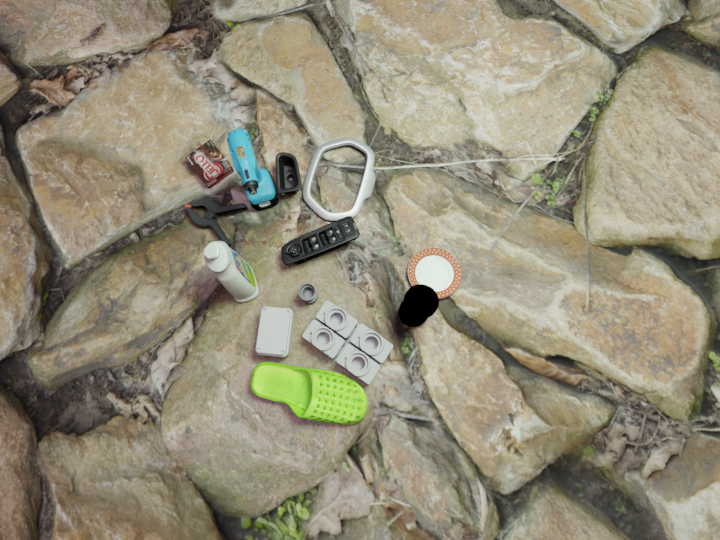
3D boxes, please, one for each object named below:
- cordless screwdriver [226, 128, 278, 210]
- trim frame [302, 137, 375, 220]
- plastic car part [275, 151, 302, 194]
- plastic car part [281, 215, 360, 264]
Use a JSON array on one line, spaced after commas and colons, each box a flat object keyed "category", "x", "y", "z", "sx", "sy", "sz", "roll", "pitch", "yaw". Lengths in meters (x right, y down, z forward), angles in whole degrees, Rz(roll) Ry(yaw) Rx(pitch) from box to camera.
[{"category": "cordless screwdriver", "x": -0.258, "y": -0.216, "z": 1.037, "sx": 0.074, "sy": 0.243, "sz": 0.163, "roll": -18, "pitch": 74, "yaw": -4}, {"category": "trim frame", "x": -0.054, "y": -0.249, "z": 1.141, "sx": 0.187, "sy": 0.027, "sz": 0.251, "roll": 13, "pitch": 74, "yaw": 9}, {"category": "plastic car part", "x": -0.191, "y": -0.251, "z": 1.133, "sx": 0.066, "sy": 0.069, "sz": 0.119, "roll": -9, "pitch": 73, "yaw": 0}, {"category": "plastic car part", "x": -0.104, "y": -0.068, "z": 1.068, "sx": 0.202, "sy": 0.065, "sz": 0.068, "roll": -21, "pitch": 74, "yaw": -2}]
